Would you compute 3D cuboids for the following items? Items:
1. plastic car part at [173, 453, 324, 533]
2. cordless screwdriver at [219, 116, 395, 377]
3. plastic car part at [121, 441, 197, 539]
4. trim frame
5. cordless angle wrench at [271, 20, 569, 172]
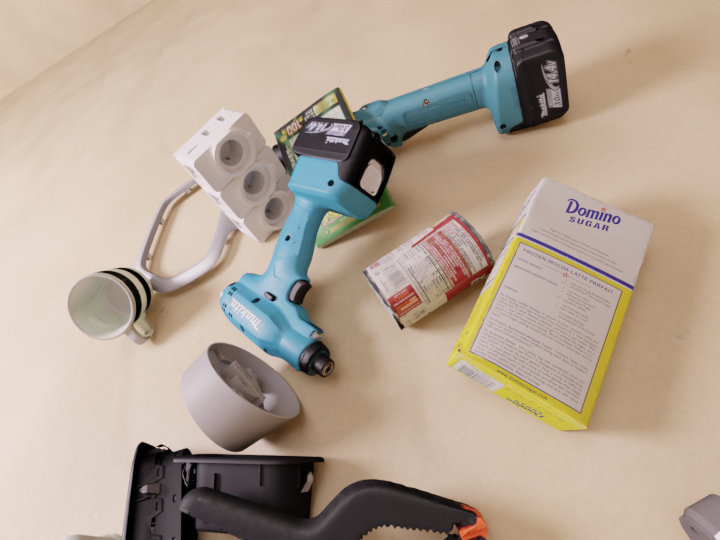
[{"bbox_3d":[-0.090,0.188,0.347,0.120,0.063,0.072,-5,68,20],"label":"plastic car part"},{"bbox_3d":[-0.043,-0.028,0.437,0.168,0.070,0.248,27,90,39],"label":"cordless screwdriver"},{"bbox_3d":[-0.160,0.234,0.342,0.067,0.063,0.213,-23,47,-4],"label":"plastic car part"},{"bbox_3d":[-0.259,-0.071,0.650,0.189,0.026,0.256,-15,48,18],"label":"trim frame"},{"bbox_3d":[0.023,-0.187,0.551,0.437,0.093,0.076,-10,48,25],"label":"cordless angle wrench"}]
